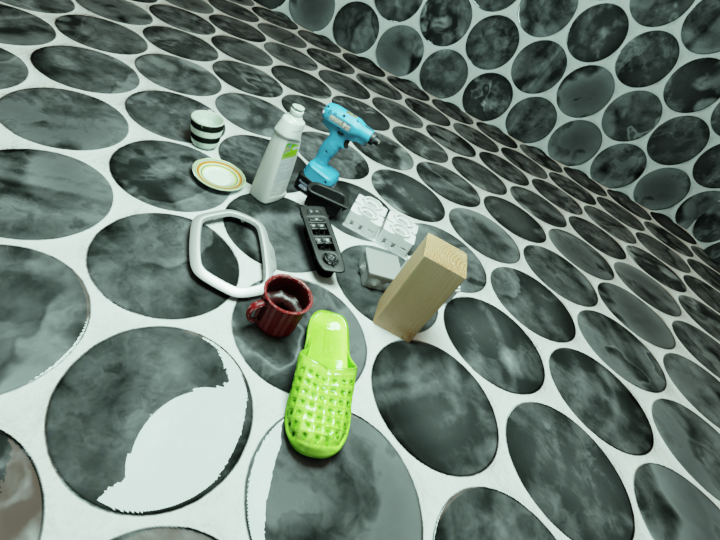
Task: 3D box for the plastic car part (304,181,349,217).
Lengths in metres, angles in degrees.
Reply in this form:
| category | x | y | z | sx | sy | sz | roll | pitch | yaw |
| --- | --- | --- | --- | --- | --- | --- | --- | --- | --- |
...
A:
| category | x | y | z | sx | sy | sz | roll | pitch | yaw |
| --- | --- | --- | --- | --- | --- | --- | --- | --- | --- |
| plastic car part | -0.095 | -0.178 | 1.098 | 0.114 | 0.070 | 0.068 | 19 | 38 | -14 |

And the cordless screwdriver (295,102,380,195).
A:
| category | x | y | z | sx | sy | sz | roll | pitch | yaw |
| --- | --- | --- | --- | --- | --- | --- | --- | --- | --- |
| cordless screwdriver | -0.063 | -0.292 | 1.106 | 0.162 | 0.248 | 0.073 | 36 | 37 | 7 |

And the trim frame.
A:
| category | x | y | z | sx | sy | sz | roll | pitch | yaw |
| --- | --- | --- | --- | --- | --- | --- | --- | --- | --- |
| trim frame | -0.259 | -0.041 | 0.870 | 0.177 | 0.027 | 0.260 | 7 | 42 | -26 |

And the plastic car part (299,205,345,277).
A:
| category | x | y | z | sx | sy | sz | roll | pitch | yaw |
| --- | --- | --- | --- | --- | --- | --- | --- | --- | --- |
| plastic car part | -0.094 | -0.062 | 0.964 | 0.063 | 0.067 | 0.213 | 4 | 43 | -31 |
